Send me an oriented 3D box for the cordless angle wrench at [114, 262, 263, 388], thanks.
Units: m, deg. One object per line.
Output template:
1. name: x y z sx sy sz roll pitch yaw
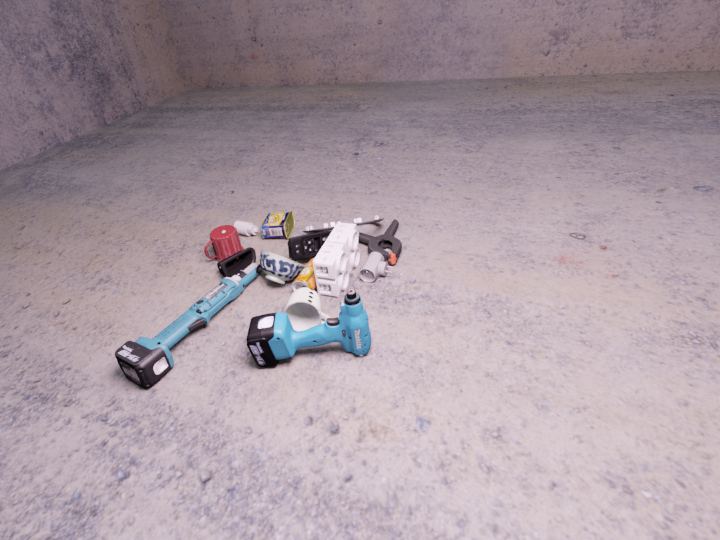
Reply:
1. cordless angle wrench: -0.381 0.099 1.023 0.102 0.072 0.418 13 39 26

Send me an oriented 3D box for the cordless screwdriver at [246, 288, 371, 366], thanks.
1. cordless screwdriver: -0.107 0.115 0.864 0.251 0.153 0.076 -7 34 5

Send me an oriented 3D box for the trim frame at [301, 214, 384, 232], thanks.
1. trim frame: -0.051 -0.137 1.249 0.248 0.027 0.186 -11 6 -4

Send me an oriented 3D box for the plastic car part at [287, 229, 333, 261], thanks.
1. plastic car part: -0.116 -0.076 1.191 0.197 0.066 0.070 -13 8 -25

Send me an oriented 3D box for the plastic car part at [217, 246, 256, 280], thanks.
1. plastic car part: -0.356 -0.021 1.192 0.074 0.064 0.114 3 31 39
